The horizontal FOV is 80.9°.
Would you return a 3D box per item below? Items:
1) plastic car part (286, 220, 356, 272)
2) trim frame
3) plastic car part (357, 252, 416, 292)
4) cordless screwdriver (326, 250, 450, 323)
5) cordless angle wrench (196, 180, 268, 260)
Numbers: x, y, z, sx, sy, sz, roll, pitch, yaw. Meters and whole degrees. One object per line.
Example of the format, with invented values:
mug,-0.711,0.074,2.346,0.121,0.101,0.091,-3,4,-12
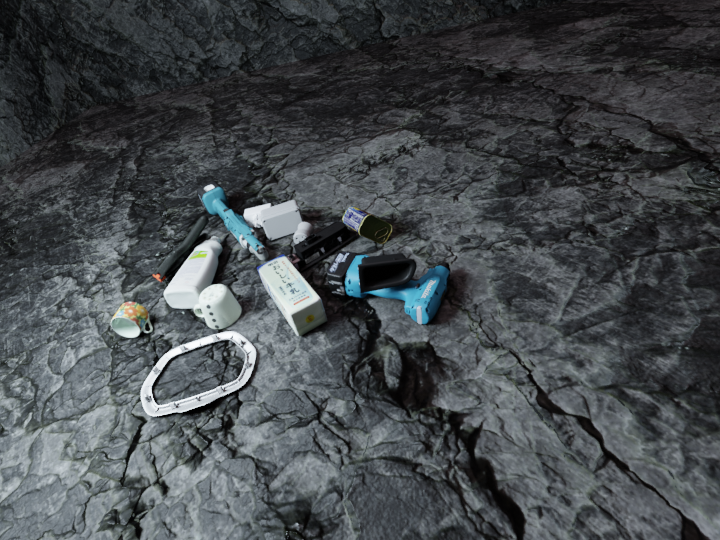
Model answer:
plastic car part,-0.107,-0.070,1.091,0.199,0.064,0.070,-29,33,-19
trim frame,-0.335,0.208,0.873,0.248,0.026,0.193,-17,40,-3
plastic car part,0.048,-0.006,0.864,0.116,0.064,0.074,-11,30,-6
cordless screwdriver,0.061,0.016,0.920,0.261,0.071,0.158,14,48,28
cordless angle wrench,-0.376,-0.143,1.261,0.073,0.094,0.448,-31,45,-19
